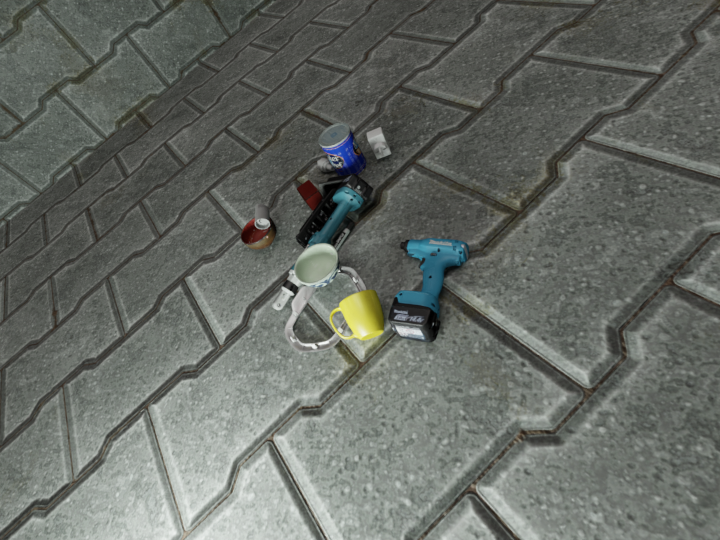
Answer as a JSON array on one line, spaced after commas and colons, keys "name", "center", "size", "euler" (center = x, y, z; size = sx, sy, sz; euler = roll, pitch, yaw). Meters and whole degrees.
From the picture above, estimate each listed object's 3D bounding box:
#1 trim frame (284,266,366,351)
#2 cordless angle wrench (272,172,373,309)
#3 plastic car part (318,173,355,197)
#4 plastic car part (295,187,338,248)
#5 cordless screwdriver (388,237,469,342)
[{"name": "trim frame", "center": [-0.090, 0.090, 1.047], "size": [0.194, 0.026, 0.248], "euler": [18, 68, 39]}, {"name": "cordless angle wrench", "center": [-0.112, -0.074, 1.150], "size": [0.423, 0.072, 0.101], "euler": [-58, 16, -13]}, {"name": "plastic car part", "center": [-0.058, -0.262, 1.281], "size": [0.120, 0.063, 0.072], "euler": [-9, 38, 20]}, {"name": "plastic car part", "center": [-0.120, -0.149, 1.229], "size": [0.203, 0.064, 0.070], "euler": [-56, 23, -16]}, {"name": "cordless screwdriver", "center": [0.129, 0.028, 0.940], "size": [0.167, 0.070, 0.249], "euler": [7, 56, 34]}]
